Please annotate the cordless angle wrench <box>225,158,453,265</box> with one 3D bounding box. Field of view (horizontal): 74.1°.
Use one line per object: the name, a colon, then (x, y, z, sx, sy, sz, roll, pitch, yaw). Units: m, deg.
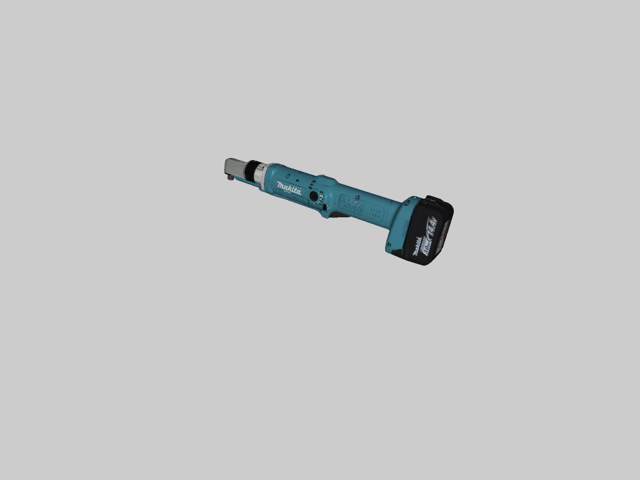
cordless angle wrench: (0.003, -0.076, 0.719, 0.423, 0.098, 0.074, 21, 24, 24)
